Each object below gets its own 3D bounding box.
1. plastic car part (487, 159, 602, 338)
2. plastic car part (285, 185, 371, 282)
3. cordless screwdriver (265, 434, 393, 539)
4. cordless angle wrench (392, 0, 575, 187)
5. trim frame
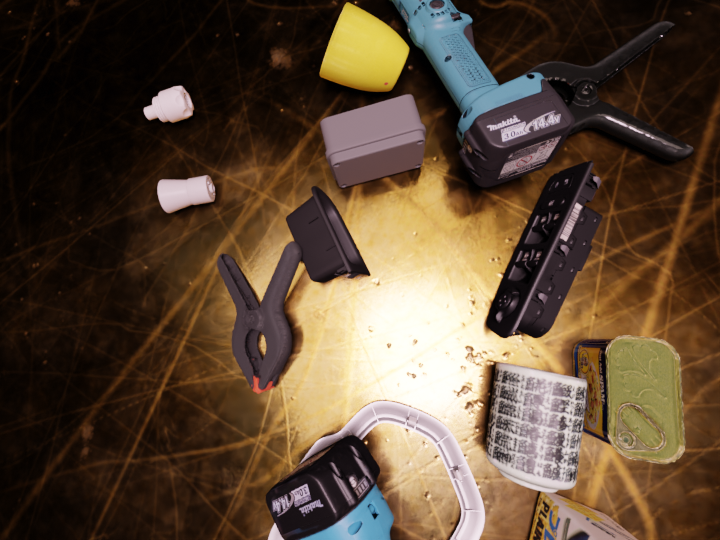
[{"bbox_3d":[0.200,-0.013,0.451,0.065,0.068,0.203,33,83,-14],"label":"plastic car part"},{"bbox_3d":[-0.049,-0.032,0.500,0.072,0.063,0.120,-34,71,15],"label":"plastic car part"},{"bbox_3d":[0.009,0.292,0.375,0.257,0.071,0.160,52,121,18],"label":"cordless screwdriver"},{"bbox_3d":[0.091,-0.295,0.508,0.098,0.072,0.438,-20,66,-2],"label":"cordless angle wrench"},{"bbox_3d":[0.011,0.260,0.438,0.190,0.027,0.248,37,88,16],"label":"trim frame"}]
